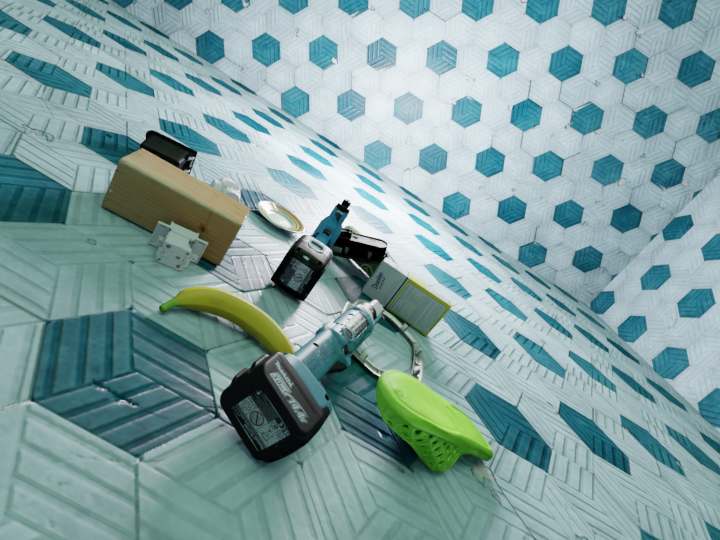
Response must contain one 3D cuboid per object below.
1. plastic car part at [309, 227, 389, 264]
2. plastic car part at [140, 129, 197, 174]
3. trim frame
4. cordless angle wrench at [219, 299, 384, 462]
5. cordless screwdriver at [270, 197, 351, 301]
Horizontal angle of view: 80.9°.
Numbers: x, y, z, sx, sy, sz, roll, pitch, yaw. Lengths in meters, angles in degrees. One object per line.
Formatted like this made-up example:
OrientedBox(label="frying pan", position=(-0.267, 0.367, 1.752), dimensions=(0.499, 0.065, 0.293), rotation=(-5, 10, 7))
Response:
OrientedBox(label="plastic car part", position=(-0.022, -0.063, 0.993), dimensions=(0.203, 0.066, 0.067), rotation=(17, 24, 1))
OrientedBox(label="plastic car part", position=(-0.425, -0.247, 0.913), dimensions=(0.114, 0.066, 0.072), rotation=(26, 35, -12))
OrientedBox(label="trim frame", position=(0.043, 0.126, 0.797), dimensions=(0.186, 0.027, 0.247), rotation=(33, 22, 2))
OrientedBox(label="cordless angle wrench", position=(-0.036, 0.107, 0.613), dimensions=(0.099, 0.075, 0.413), rotation=(53, 22, 2))
OrientedBox(label="cordless screwdriver", position=(-0.081, -0.053, 0.830), dimensions=(0.074, 0.159, 0.250), rotation=(33, 22, -5))
